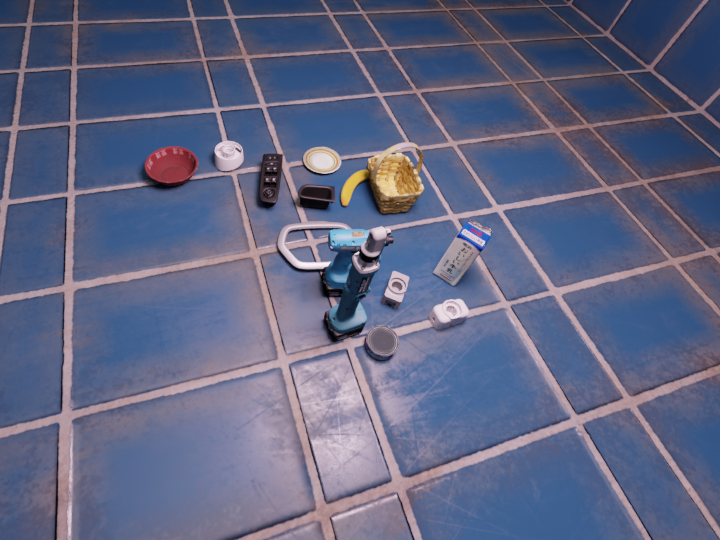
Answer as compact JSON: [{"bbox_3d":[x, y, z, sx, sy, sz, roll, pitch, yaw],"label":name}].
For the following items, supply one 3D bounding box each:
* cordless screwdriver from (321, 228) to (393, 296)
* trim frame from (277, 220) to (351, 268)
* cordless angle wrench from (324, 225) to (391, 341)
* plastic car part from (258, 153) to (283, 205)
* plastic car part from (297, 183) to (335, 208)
[{"bbox_3d":[-0.017,-0.021,1.102,0.157,0.244,0.077,1,57,-11],"label":"cordless screwdriver"},{"bbox_3d":[-0.123,-0.081,1.262,0.244,0.027,0.191,-5,56,-11],"label":"trim frame"},{"bbox_3d":[-0.008,0.037,0.958,0.095,0.416,0.077,-14,62,-21],"label":"cordless angle wrench"},{"bbox_3d":[-0.289,-0.286,1.359,0.065,0.066,0.209,3,55,-8],"label":"plastic car part"},{"bbox_3d":[-0.142,-0.227,1.335,0.115,0.069,0.068,3,56,-7],"label":"plastic car part"}]
